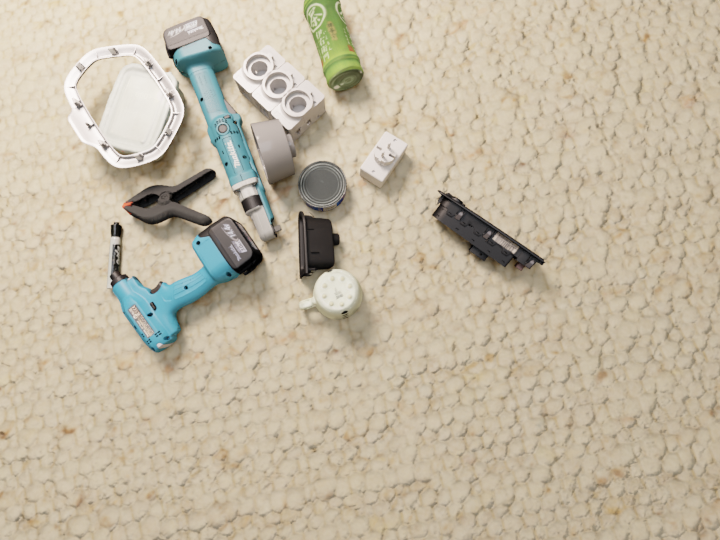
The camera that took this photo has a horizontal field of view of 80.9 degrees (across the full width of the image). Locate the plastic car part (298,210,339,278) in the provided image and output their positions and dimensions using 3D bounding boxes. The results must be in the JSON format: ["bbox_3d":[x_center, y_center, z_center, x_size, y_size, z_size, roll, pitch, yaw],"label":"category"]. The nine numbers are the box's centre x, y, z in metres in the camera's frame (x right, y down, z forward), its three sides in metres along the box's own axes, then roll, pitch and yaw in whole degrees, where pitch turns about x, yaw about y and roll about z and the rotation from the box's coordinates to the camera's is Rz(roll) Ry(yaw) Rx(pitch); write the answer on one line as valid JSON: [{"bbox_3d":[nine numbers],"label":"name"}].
[{"bbox_3d":[-0.071,-0.047,0.728,0.069,0.066,0.118,3,78,-15],"label":"plastic car part"}]

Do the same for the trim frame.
[{"bbox_3d":[-0.418,-0.293,0.739,0.184,0.027,0.252,-35,82,-2],"label":"trim frame"}]

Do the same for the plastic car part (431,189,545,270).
[{"bbox_3d":[0.202,-0.062,0.715,0.206,0.065,0.067,41,110,7],"label":"plastic car part"}]

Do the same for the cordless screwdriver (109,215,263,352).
[{"bbox_3d":[-0.301,0.002,0.722,0.249,0.073,0.162,-41,82,0],"label":"cordless screwdriver"}]

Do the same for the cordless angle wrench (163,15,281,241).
[{"bbox_3d":[-0.241,-0.248,0.764,0.098,0.073,0.428,-22,82,-2],"label":"cordless angle wrench"}]
